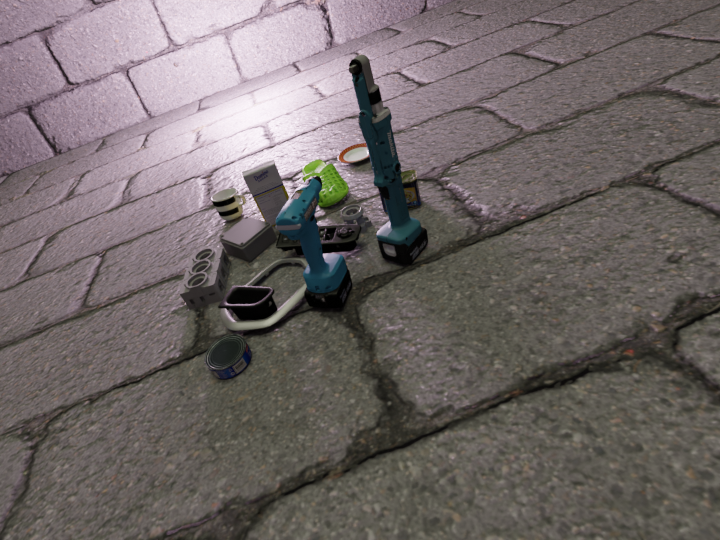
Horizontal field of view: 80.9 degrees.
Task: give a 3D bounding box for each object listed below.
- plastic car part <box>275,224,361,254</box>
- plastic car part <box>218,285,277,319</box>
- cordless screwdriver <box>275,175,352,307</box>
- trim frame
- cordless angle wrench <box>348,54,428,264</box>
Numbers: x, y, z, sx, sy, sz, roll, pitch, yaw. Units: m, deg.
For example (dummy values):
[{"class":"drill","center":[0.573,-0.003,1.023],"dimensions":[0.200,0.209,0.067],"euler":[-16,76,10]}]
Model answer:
[{"class":"plastic car part","center":[-0.095,-0.068,1.002],"dimensions":[0.208,0.064,0.067],"euler":[-6,39,18]},{"class":"plastic car part","center":[-0.224,0.076,0.884],"dimensions":[0.121,0.068,0.066],"euler":[1,41,26]},{"class":"cordless screwdriver","center":[-0.082,-0.053,0.836],"dimensions":[0.077,0.238,0.160],"euler":[-1,40,22]},{"class":"trim frame","center":[-0.201,0.047,0.943],"dimensions":[0.194,0.026,0.246],"euler":[14,49,37]},{"class":"cordless angle wrench","center":[0.048,-0.198,0.815],"dimensions":[0.078,0.405,0.097],"euler":[17,48,38]}]
